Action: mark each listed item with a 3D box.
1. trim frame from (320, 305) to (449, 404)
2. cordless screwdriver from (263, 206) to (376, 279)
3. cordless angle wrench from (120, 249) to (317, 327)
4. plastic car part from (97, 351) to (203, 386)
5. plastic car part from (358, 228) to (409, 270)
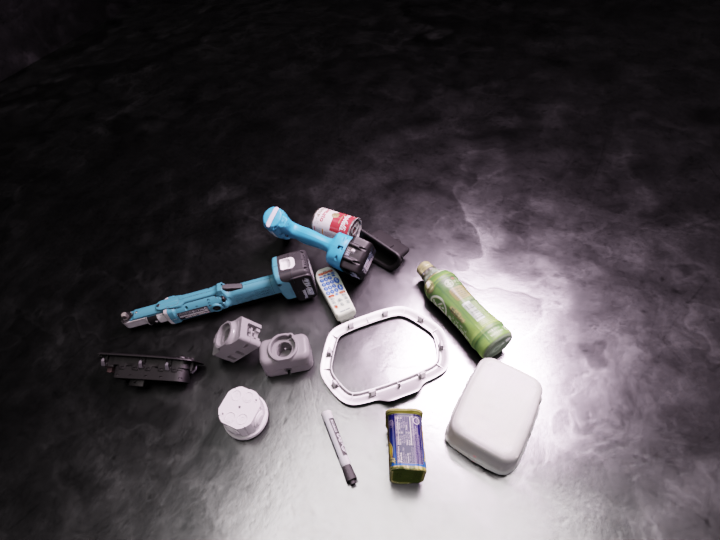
[{"bbox_3d":[0.044,0.155,0.797,0.246,0.026,0.193,-18,50,-7],"label":"trim frame"},{"bbox_3d":[-0.093,-0.061,0.950,0.255,0.155,0.074,24,82,12],"label":"cordless screwdriver"},{"bbox_3d":[-0.308,0.058,0.908,0.424,0.093,0.077,-15,50,2],"label":"cordless angle wrench"},{"bbox_3d":[-0.411,0.192,0.823,0.205,0.064,0.069,-3,59,7],"label":"plastic car part"},{"bbox_3d":[0.058,-0.052,0.954,0.122,0.064,0.069,32,46,27],"label":"plastic car part"}]
